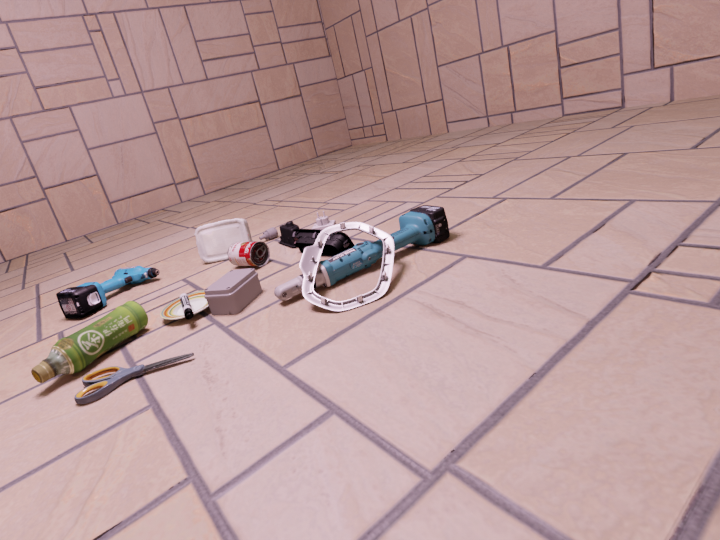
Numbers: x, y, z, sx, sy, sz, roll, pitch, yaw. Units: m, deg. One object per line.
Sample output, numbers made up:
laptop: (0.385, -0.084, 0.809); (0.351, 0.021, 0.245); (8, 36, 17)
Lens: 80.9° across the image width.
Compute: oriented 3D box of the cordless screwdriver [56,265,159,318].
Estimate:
cordless screwdriver: (-0.700, 0.047, 1.191); (0.164, 0.073, 0.246); (-7, 18, 20)

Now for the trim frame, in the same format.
trim frame: (-0.028, -0.019, 0.845); (0.189, 0.026, 0.253); (1, 47, 13)

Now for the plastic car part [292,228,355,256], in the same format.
plastic car part: (-0.107, -0.070, 1.093); (0.213, 0.064, 0.066); (3, 36, 40)

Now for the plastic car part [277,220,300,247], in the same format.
plastic car part: (-0.204, -0.112, 1.254); (0.064, 0.069, 0.122); (-25, 19, -23)

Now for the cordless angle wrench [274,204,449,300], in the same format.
cordless angle wrench: (0.006, -0.034, 0.921); (0.414, 0.072, 0.103); (-26, 22, -21)
